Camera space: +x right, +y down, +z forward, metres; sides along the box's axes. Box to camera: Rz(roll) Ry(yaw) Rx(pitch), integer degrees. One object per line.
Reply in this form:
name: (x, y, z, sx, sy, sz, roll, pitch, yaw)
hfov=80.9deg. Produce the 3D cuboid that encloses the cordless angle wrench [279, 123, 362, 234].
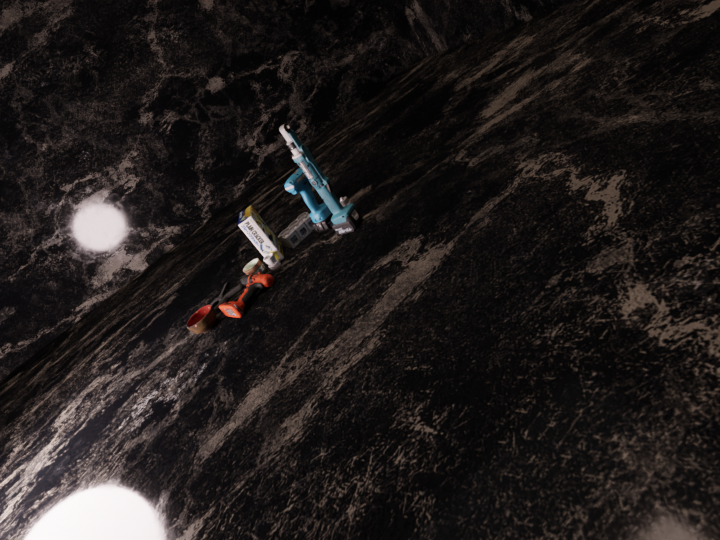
cordless angle wrench: (-0.142, -0.307, 1.421, 0.102, 0.407, 0.074, -14, 31, 42)

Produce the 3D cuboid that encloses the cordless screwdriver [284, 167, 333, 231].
cordless screwdriver: (-0.169, -0.276, 1.590, 0.077, 0.239, 0.159, -11, 34, 45)
